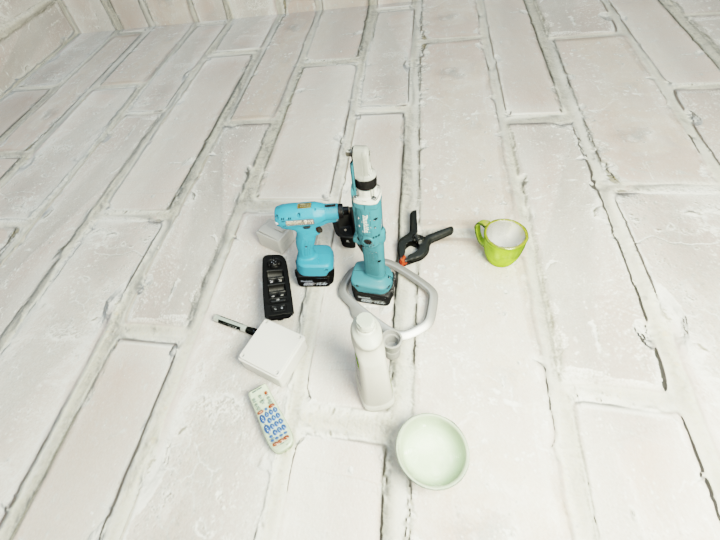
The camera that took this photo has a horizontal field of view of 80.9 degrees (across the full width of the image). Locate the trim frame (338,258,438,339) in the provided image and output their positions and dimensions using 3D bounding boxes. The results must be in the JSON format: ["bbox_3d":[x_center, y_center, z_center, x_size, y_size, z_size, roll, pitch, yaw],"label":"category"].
[{"bbox_3d":[0.062,0.061,0.983,0.182,0.026,0.262,-41,55,-22],"label":"trim frame"}]

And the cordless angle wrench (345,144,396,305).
[{"bbox_3d":[0.018,-0.076,0.857,0.100,0.406,0.075,9,52,13],"label":"cordless angle wrench"}]

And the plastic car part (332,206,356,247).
[{"bbox_3d":[-0.038,-0.103,1.110,0.066,0.068,0.121,-12,50,-1],"label":"plastic car part"}]

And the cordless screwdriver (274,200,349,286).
[{"bbox_3d":[-0.095,-0.062,0.976,0.161,0.239,0.076,-2,51,5],"label":"cordless screwdriver"}]

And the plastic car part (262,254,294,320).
[{"bbox_3d":[-0.200,0.043,1.023,0.066,0.064,0.212,-14,50,-3],"label":"plastic car part"}]
